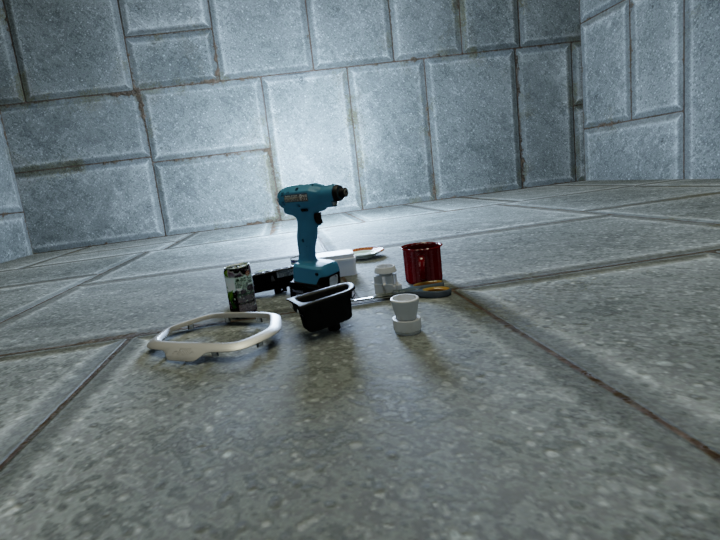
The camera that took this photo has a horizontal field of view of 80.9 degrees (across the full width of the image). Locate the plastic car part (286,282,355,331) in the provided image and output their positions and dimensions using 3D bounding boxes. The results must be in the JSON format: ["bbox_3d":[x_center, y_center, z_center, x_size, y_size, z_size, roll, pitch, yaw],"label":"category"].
[{"bbox_3d":[-0.056,0.068,0.708,0.113,0.070,0.069,-12,12,-24],"label":"plastic car part"}]

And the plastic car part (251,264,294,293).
[{"bbox_3d":[-0.213,0.023,1.006,0.202,0.066,0.067,-8,11,-3],"label":"plastic car part"}]

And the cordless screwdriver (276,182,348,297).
[{"bbox_3d":[-0.085,-0.056,0.870,0.166,0.246,0.072,0,11,34],"label":"cordless screwdriver"}]

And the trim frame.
[{"bbox_3d":[-0.250,0.109,0.733,0.257,0.027,0.180,-2,14,23],"label":"trim frame"}]
